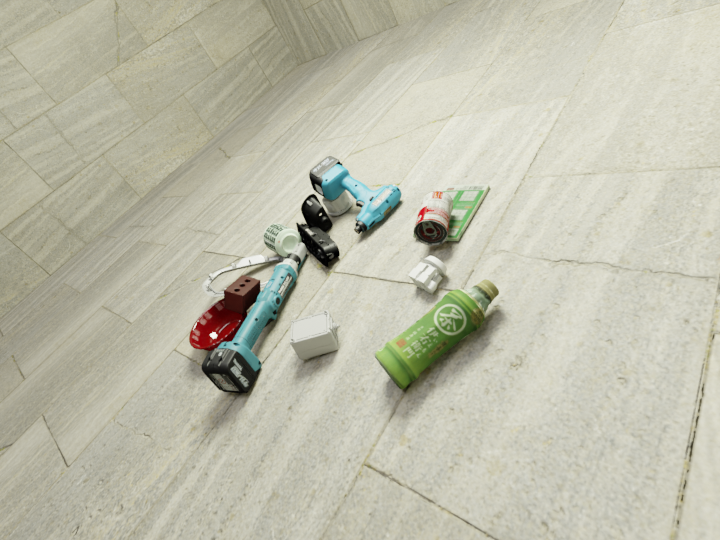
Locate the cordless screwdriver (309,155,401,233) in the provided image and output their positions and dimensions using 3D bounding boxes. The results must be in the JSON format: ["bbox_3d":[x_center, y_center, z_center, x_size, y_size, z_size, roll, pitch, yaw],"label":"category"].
[{"bbox_3d":[-0.035,-0.198,1.113,0.262,0.071,0.158,32,68,30],"label":"cordless screwdriver"}]

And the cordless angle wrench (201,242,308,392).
[{"bbox_3d":[-0.209,0.074,0.968,0.077,0.093,0.426,-9,38,28],"label":"cordless angle wrench"}]

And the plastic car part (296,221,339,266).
[{"bbox_3d":[-0.106,-0.070,1.088,0.066,0.064,0.213,-13,28,-17],"label":"plastic car part"}]

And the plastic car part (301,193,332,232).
[{"bbox_3d":[-0.112,-0.145,1.146,0.065,0.111,0.075,-41,57,-12],"label":"plastic car part"}]

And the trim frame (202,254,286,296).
[{"bbox_3d":[-0.303,0.009,1.122,0.251,0.026,0.189,-14,26,6],"label":"trim frame"}]
